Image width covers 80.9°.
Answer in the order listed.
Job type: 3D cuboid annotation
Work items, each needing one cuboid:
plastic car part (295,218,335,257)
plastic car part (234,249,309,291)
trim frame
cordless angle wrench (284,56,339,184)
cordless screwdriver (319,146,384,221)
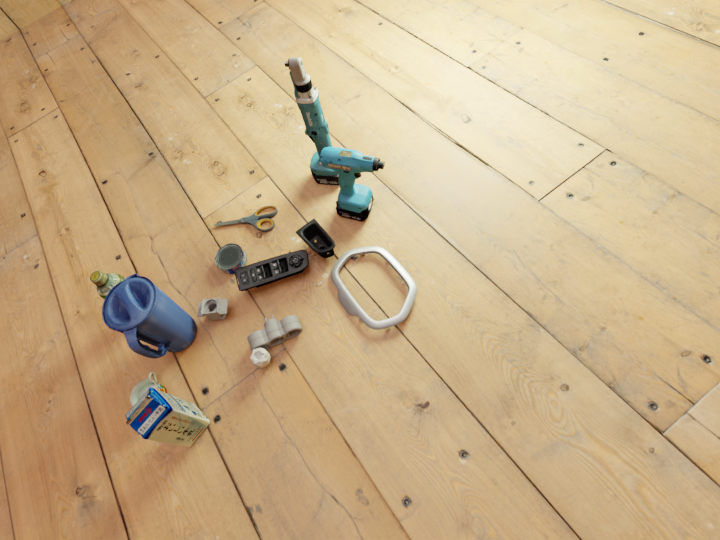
[{"bbox_3d":[-0.113,-0.074,1.154,0.065,0.068,0.122,-37,61,-9],"label":"plastic car part"},{"bbox_3d":[-0.231,0.005,1.142,0.203,0.064,0.069,-20,60,2],"label":"plastic car part"},{"bbox_3d":[0.030,0.038,1.083,0.183,0.026,0.261,-36,60,-7],"label":"trim frame"},{"bbox_3d":[-0.119,-0.384,1.128,0.101,0.406,0.075,8,65,13],"label":"cordless angle wrench"},{"bbox_3d":[-0.007,-0.224,1.111,0.165,0.238,0.075,15,66,17],"label":"cordless screwdriver"}]
